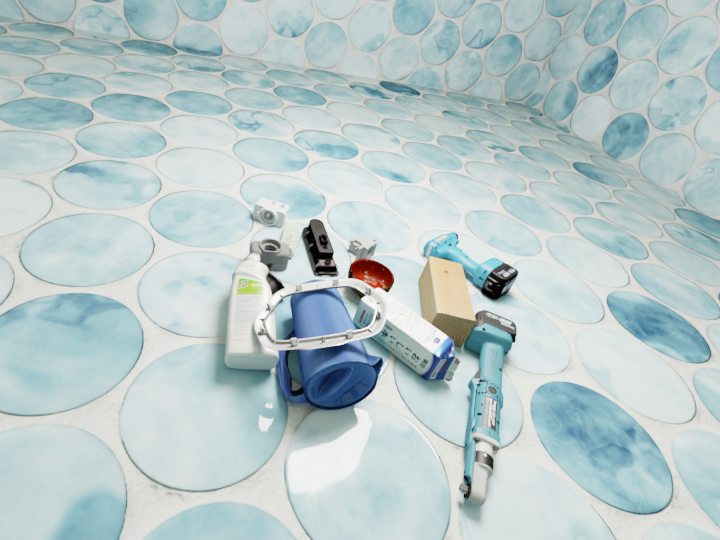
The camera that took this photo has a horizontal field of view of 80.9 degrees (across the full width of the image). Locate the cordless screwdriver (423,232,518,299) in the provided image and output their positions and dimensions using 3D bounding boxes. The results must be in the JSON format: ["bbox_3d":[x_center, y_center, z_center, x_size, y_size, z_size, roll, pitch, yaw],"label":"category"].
[{"bbox_3d":[0.320,-0.030,1.209,0.262,0.073,0.154,35,40,29],"label":"cordless screwdriver"}]

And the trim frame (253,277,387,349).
[{"bbox_3d":[-0.074,0.077,0.776,0.249,0.026,0.191,-8,38,0],"label":"trim frame"}]

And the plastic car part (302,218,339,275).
[{"bbox_3d":[-0.110,-0.072,1.123,0.065,0.065,0.213,-5,38,-17],"label":"plastic car part"}]

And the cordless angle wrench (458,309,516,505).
[{"bbox_3d":[0.244,0.247,0.826,0.100,0.073,0.423,21,39,6],"label":"cordless angle wrench"}]

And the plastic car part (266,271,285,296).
[{"bbox_3d":[-0.230,0.036,0.945,0.121,0.064,0.070,36,55,19],"label":"plastic car part"}]
